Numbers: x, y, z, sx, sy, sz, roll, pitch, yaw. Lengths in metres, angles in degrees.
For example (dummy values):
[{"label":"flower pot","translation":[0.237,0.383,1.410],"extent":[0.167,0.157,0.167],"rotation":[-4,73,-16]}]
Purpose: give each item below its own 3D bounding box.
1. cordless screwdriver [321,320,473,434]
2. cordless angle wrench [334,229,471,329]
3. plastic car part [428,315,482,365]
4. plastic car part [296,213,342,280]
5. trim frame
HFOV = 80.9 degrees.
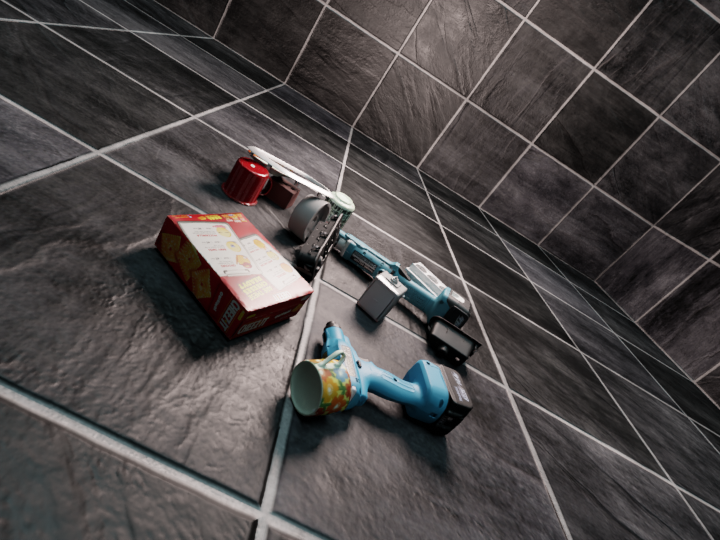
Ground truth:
[{"label":"cordless screwdriver","translation":[0.049,0.169,0.693],"extent":[0.240,0.074,0.165],"rotation":[20,27,-21]},{"label":"cordless angle wrench","translation":[0.058,0.002,1.013],"extent":[0.434,0.098,0.073],"rotation":[35,23,12]},{"label":"plastic car part","translation":[0.190,0.161,0.911],"extent":[0.118,0.066,0.070],"rotation":[33,38,5]},{"label":"plastic car part","translation":[-0.090,-0.059,0.923],"extent":[0.067,0.065,0.205],"rotation":[19,38,-2]},{"label":"trim frame","translation":[-0.161,-0.227,0.995],"extent":[0.235,0.027,0.195],"rotation":[16,21,-49]}]
